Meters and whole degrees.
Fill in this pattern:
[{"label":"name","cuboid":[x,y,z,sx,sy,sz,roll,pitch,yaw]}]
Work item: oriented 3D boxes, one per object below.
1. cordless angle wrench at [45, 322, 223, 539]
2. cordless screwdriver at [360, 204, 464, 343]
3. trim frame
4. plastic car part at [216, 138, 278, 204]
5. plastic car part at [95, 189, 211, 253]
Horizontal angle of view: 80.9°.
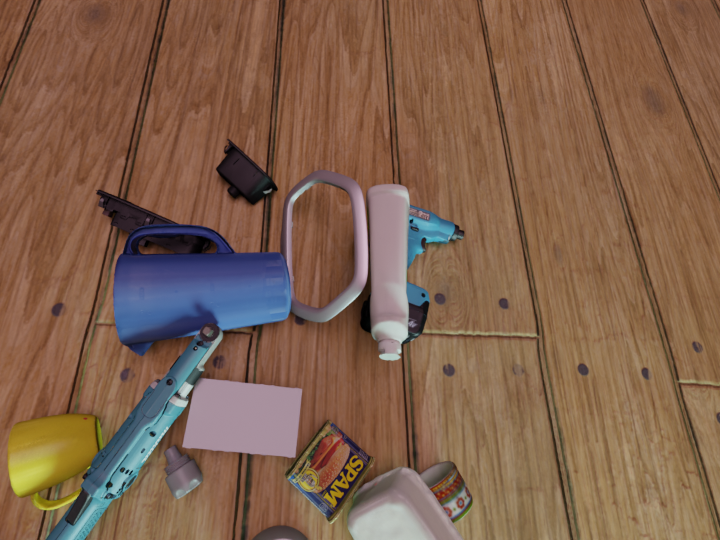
[{"label":"cordless angle wrench","cuboid":[-0.306,0.247,0.523,0.076,0.096,0.423,30,72,9]},{"label":"cordless screwdriver","cuboid":[0.093,0.000,0.728,0.158,0.074,0.252,16,63,-4]},{"label":"trim frame","cuboid":[-0.066,-0.043,0.674,0.191,0.026,0.252,-12,75,34]},{"label":"plastic car part","cuboid":[-0.213,-0.166,0.759,0.071,0.065,0.118,-44,84,-7]},{"label":"plastic car part","cuboid":[-0.337,-0.068,0.693,0.202,0.066,0.067,19,77,-1]}]
